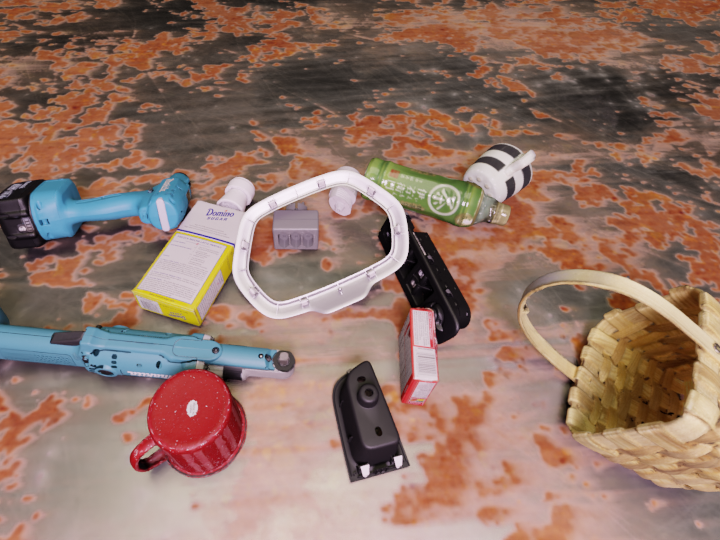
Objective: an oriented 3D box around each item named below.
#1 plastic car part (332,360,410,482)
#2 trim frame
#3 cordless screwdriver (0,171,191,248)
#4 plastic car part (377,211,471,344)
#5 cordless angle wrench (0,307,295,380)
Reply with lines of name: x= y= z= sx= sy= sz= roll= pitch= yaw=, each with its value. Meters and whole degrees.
plastic car part: x=0.007 y=0.150 z=0.452 sx=0.065 sy=0.069 sz=0.121 roll=-10 pitch=57 yaw=-13
trim frame: x=-0.056 y=-0.037 z=0.572 sx=0.247 sy=0.027 sz=0.188 roll=-22 pitch=78 yaw=-3
cordless screwdriver: x=-0.381 y=-0.105 z=0.633 sx=0.247 sy=0.072 sz=0.165 roll=-6 pitch=31 yaw=-7
plastic car part: x=0.088 y=0.007 z=0.576 sx=0.064 sy=0.066 sz=0.212 roll=8 pitch=46 yaw=-31
cordless angle wrench: x=-0.286 y=0.091 z=0.488 sx=0.421 sy=0.096 sz=0.076 roll=6 pitch=53 yaw=-2
